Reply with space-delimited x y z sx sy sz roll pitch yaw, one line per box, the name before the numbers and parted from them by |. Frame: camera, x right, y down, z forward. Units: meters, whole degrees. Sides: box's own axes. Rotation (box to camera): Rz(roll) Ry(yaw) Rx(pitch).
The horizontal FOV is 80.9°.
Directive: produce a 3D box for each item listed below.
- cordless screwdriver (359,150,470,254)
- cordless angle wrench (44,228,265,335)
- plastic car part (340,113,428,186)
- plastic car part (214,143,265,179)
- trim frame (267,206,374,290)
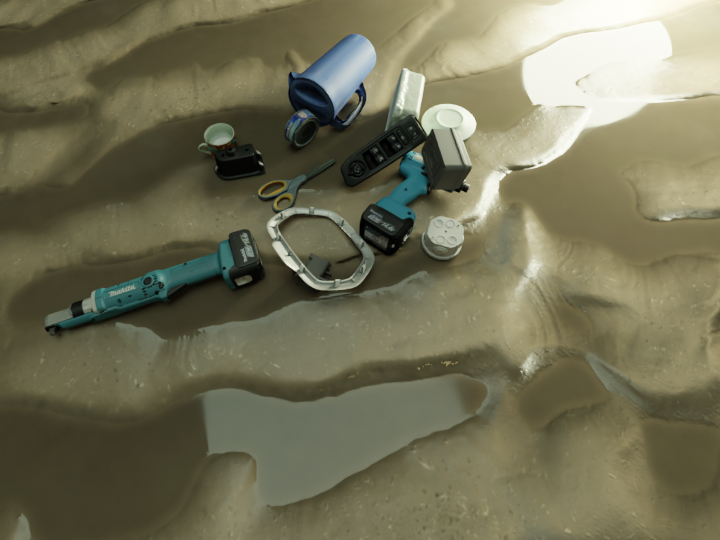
cordless screwdriver | 0.114 -0.141 0.890 0.164 0.072 0.248 28 62 16
cordless angle wrench | -0.401 0.033 0.823 0.420 0.072 0.102 -19 63 -5
plastic car part | 0.043 -0.262 0.940 0.203 0.069 0.065 -34 106 2
plastic car part | -0.284 -0.256 0.973 0.115 0.069 0.068 -12 61 -9
trim frame | -0.082 -0.054 0.841 0.179 0.027 0.261 -21 53 -26
